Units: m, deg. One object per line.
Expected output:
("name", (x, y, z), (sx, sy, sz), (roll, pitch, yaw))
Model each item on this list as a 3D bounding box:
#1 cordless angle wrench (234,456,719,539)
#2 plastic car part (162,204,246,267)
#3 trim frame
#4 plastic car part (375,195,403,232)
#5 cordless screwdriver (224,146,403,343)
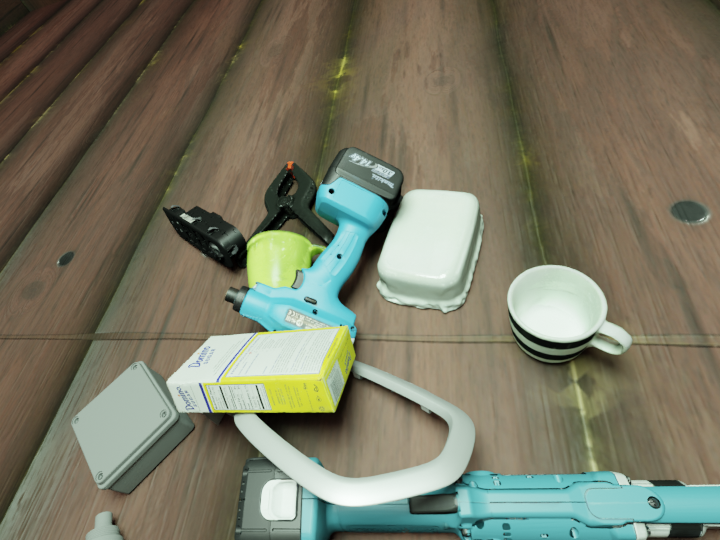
("cordless angle wrench", (0.106, 0.204, 0.363), (0.430, 0.093, 0.076), (-6, 52, 11))
("plastic car part", (-0.248, -0.062, 0.688), (0.066, 0.064, 0.215), (-32, 40, -27))
("trim frame", (-0.013, 0.141, 0.419), (0.178, 0.027, 0.262), (-21, 22, -40))
("plastic car part", (0.016, -0.108, 0.647), (0.123, 0.063, 0.070), (28, 53, 30))
("cordless screwdriver", (-0.052, -0.034, 0.527), (0.159, 0.074, 0.250), (21, 75, -2))
